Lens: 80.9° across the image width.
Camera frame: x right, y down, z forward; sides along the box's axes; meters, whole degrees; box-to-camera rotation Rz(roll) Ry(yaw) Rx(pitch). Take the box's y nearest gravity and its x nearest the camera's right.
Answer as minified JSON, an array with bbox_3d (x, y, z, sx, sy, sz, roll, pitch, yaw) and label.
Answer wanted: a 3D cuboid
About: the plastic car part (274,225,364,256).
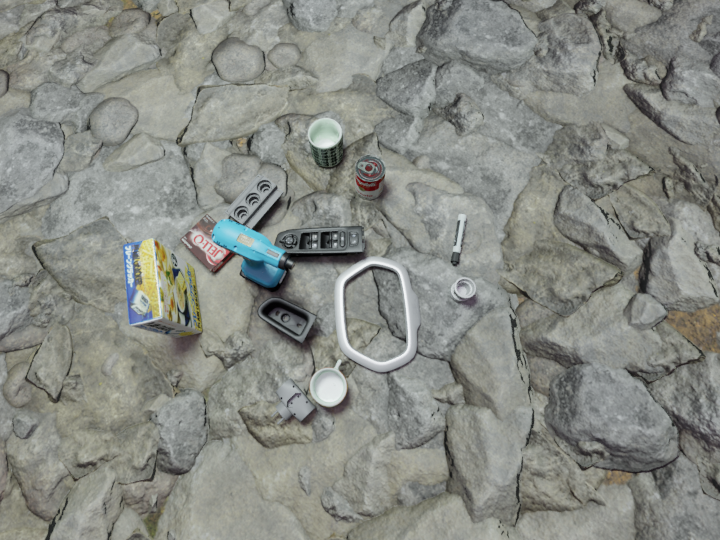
[{"bbox_3d":[-0.093,-0.061,0.952,0.204,0.065,0.067,0,73,4],"label":"plastic car part"}]

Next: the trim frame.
[{"bbox_3d":[0.037,0.090,0.913,0.185,0.027,0.254,-6,72,3],"label":"trim frame"}]

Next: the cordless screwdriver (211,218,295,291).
[{"bbox_3d":[-0.191,-0.016,0.852,0.162,0.243,0.074,25,76,8],"label":"cordless screwdriver"}]

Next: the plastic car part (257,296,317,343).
[{"bbox_3d":[-0.156,0.102,0.902,0.119,0.069,0.066,26,76,11],"label":"plastic car part"}]
